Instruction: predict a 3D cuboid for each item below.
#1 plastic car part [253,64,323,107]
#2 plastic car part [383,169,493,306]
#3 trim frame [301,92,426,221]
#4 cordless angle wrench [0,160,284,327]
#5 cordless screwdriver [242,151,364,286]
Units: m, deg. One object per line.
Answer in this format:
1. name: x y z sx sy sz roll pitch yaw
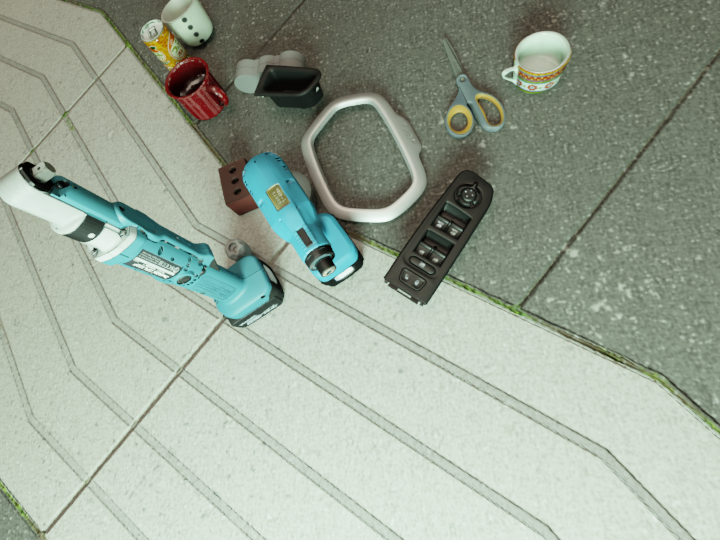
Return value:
1. plastic car part: -0.117 -0.317 0.751 0.121 0.068 0.066 15 78 20
2. plastic car part: 0.116 -0.045 0.591 0.069 0.064 0.203 31 84 22
3. trim frame: 0.004 -0.188 0.693 0.186 0.026 0.257 -26 67 8
4. cordless angle wrench: -0.213 -0.011 0.495 0.098 0.406 0.077 -33 70 3
5. cordless screwdriver: -0.053 -0.035 0.545 0.074 0.239 0.165 -35 69 2
